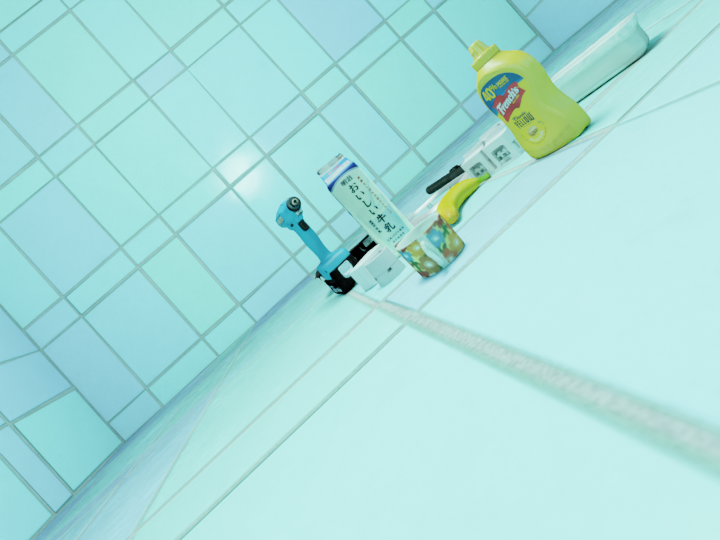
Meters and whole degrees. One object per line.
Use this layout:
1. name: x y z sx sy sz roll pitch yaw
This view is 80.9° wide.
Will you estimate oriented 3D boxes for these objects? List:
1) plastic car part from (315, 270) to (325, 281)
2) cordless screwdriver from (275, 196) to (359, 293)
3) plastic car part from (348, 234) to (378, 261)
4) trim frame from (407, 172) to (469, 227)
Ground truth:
1. plastic car part: -0.081 0.015 1.158 0.066 0.070 0.117 -42 5 0
2. cordless screwdriver: -0.093 -0.061 0.955 0.074 0.248 0.161 -42 2 -17
3. plastic car part: 0.024 -0.060 1.049 0.065 0.067 0.207 -44 7 -31
4. trim frame: 0.168 -0.148 0.957 0.183 0.027 0.252 -44 7 -15
